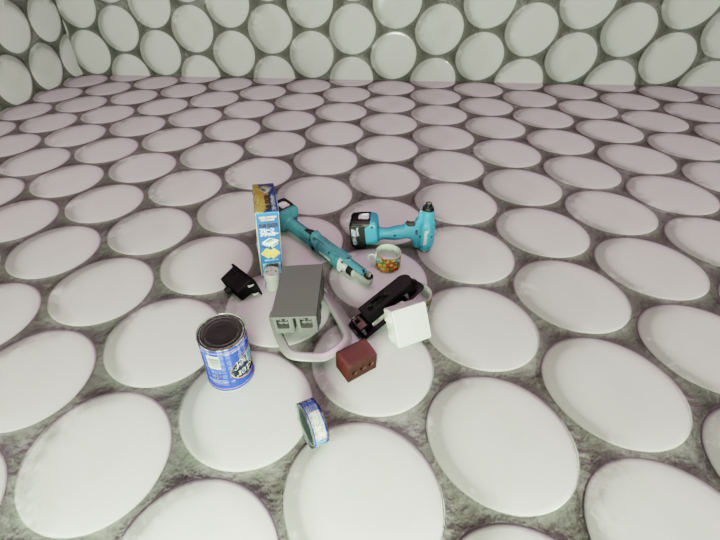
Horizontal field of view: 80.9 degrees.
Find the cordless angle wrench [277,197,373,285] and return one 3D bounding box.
[{"bbox_3d":[-0.122,-0.080,1.250,0.072,0.095,0.446,-30,51,-33],"label":"cordless angle wrench"}]

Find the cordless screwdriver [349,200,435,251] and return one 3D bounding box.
[{"bbox_3d":[0.093,-0.136,1.248,0.253,0.154,0.076,4,39,9],"label":"cordless screwdriver"}]

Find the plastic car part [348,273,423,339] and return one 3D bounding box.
[{"bbox_3d":[0.059,0.075,1.019,0.201,0.064,0.070,-35,39,-10],"label":"plastic car part"}]

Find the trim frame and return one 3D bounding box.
[{"bbox_3d":[-0.121,0.127,1.022,0.181,0.026,0.262,-21,38,-13],"label":"trim frame"}]

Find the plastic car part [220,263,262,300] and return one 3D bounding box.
[{"bbox_3d":[-0.330,0.038,1.133,0.123,0.063,0.070,28,61,35],"label":"plastic car part"}]
